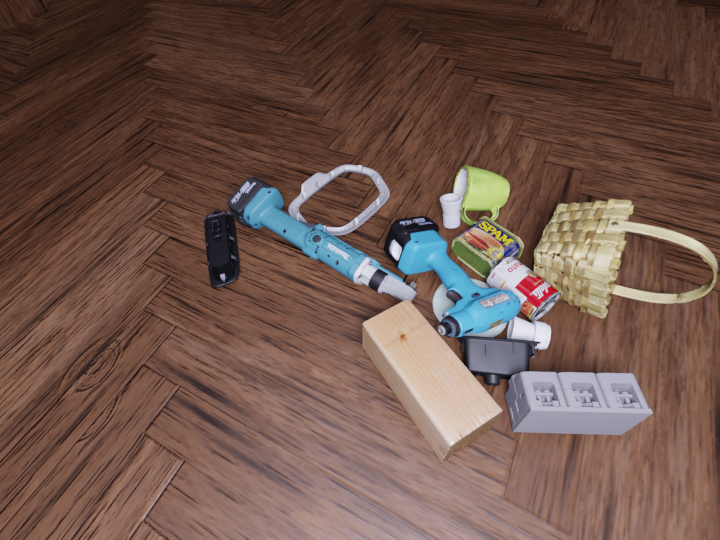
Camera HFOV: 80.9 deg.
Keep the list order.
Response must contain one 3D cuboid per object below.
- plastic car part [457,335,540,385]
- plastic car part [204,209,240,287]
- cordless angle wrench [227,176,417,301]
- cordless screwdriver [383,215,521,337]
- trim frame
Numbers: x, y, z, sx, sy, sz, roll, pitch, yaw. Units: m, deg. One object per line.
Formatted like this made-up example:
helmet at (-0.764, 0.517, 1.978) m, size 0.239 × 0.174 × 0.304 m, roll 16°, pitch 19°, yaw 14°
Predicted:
plastic car part at (0.214, 0.144, 0.662) m, size 0.118 × 0.063 × 0.072 m, roll 1°, pitch 65°, yaw 9°
plastic car part at (-0.287, -0.057, 0.868) m, size 0.065 × 0.065 × 0.212 m, roll -9°, pitch 53°, yaw -14°
cordless angle wrench at (-0.082, -0.053, 0.836) m, size 0.441 × 0.071 × 0.098 m, roll 31°, pitch 74°, yaw 22°
cordless screwdriver at (0.128, 0.009, 0.723) m, size 0.154 × 0.073 × 0.263 m, roll -15°, pitch 45°, yaw -30°
trim frame at (-0.048, -0.166, 0.956) m, size 0.193 × 0.026 × 0.246 m, roll 32°, pitch 62°, yaw 28°
